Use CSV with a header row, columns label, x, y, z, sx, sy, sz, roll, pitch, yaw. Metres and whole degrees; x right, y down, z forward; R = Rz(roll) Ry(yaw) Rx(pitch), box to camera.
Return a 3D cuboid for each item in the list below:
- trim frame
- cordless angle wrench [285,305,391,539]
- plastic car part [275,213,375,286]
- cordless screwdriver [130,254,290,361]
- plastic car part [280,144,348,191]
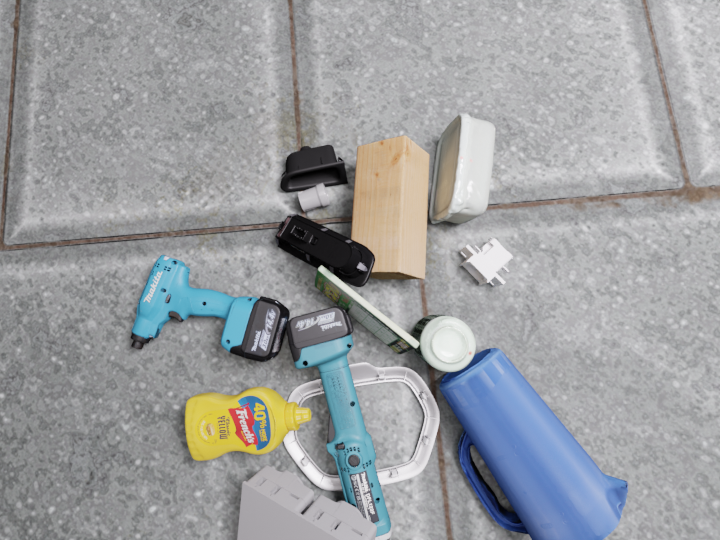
label,x,y,z,sx,sy,sz,roll,pitch,yaw
trim frame,-0.001,0.241,0.663,0.250,0.027,0.187,-11,78,4
cordless angle wrench,-0.012,0.266,0.617,0.098,0.073,0.428,-16,82,2
plastic car part,-0.064,-0.042,0.655,0.214,0.063,0.066,28,78,35
cordless screwdriver,-0.250,0.086,0.688,0.254,0.072,0.160,19,83,11
plastic car part,-0.085,-0.184,0.732,0.118,0.064,0.073,-6,66,5
